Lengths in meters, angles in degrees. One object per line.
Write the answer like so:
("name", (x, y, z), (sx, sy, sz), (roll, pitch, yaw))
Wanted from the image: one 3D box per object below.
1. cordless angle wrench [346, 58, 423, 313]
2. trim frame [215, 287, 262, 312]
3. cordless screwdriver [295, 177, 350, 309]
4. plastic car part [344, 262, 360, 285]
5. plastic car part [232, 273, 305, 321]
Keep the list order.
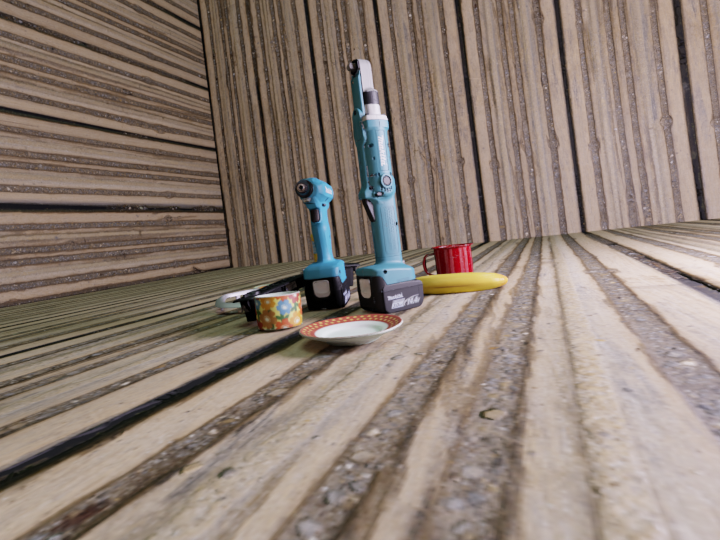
("cordless angle wrench", (0.027, -0.145, 0.714), (0.094, 0.422, 0.077), (-7, 0, -29))
("trim frame", (-0.243, 0.066, 0.982), (0.180, 0.027, 0.255), (-8, 5, -16))
("cordless screwdriver", (-0.078, -0.051, 0.798), (0.076, 0.248, 0.157), (-7, 2, 10))
("plastic car part", (-0.063, 0.018, 1.025), (0.114, 0.071, 0.067), (-8, 2, -15))
("plastic car part", (-0.165, 0.052, 0.794), (0.068, 0.067, 0.197), (-6, 4, 22))
